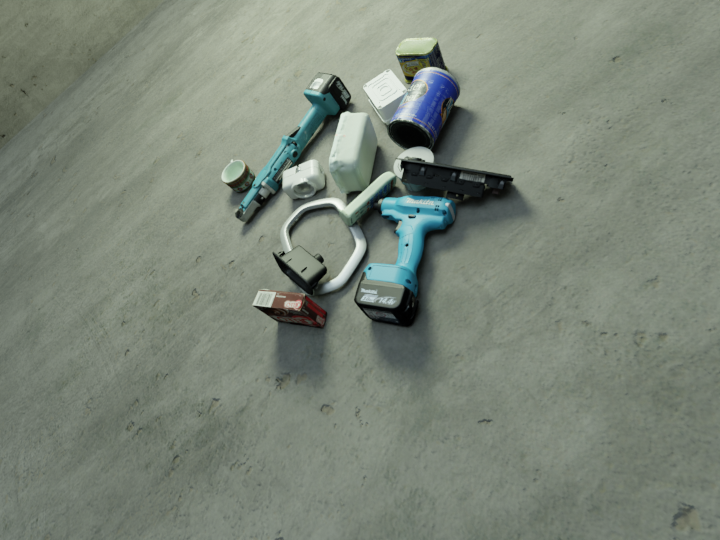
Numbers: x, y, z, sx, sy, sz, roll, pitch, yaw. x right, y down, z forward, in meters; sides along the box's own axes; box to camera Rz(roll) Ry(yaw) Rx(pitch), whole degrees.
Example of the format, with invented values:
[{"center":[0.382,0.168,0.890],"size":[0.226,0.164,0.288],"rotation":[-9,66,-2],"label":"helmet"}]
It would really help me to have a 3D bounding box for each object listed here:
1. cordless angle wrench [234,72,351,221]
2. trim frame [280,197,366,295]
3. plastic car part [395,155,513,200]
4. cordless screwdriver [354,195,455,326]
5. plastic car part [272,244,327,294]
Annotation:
[{"center":[-0.179,-0.298,1.054],"size":[0.079,0.092,0.423],"rotation":[30,84,38],"label":"cordless angle wrench"},{"center":[-0.087,-0.057,0.891],"size":[0.185,0.026,0.261],"rotation":[-34,53,7],"label":"trim frame"},{"center":[0.160,-0.167,0.766],"size":[0.208,0.065,0.066],"rotation":[18,112,13],"label":"plastic car part"},{"center":[0.059,-0.033,0.765],"size":[0.167,0.070,0.250],"rotation":[10,64,34],"label":"cordless screwdriver"},{"center":[-0.108,-0.008,0.830],"size":[0.123,0.063,0.070],"rotation":[33,67,35],"label":"plastic car part"}]
